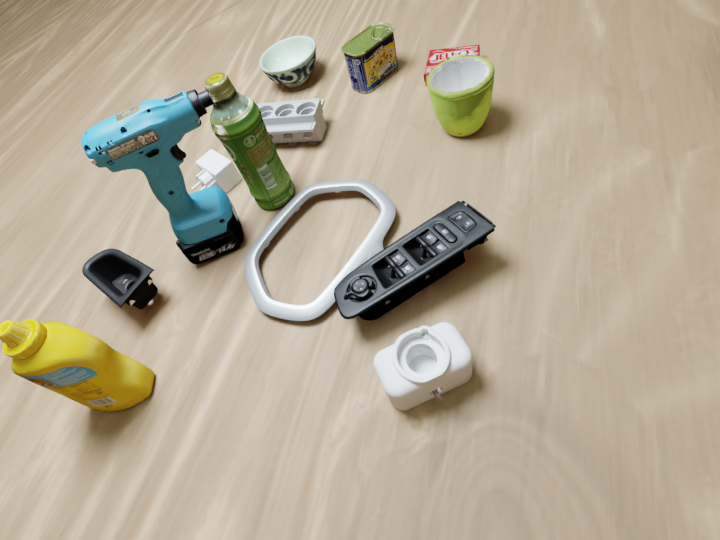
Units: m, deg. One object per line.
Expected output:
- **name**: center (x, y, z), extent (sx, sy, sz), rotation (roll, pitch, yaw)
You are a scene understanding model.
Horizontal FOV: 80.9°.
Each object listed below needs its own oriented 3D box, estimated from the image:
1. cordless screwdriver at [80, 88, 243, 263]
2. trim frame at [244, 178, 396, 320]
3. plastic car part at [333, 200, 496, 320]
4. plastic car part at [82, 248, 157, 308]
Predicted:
- **cordless screwdriver**: center (-0.231, -0.122, 0.581), extent (0.159, 0.237, 0.078), rotation (-24, 54, -1)
- **trim frame**: center (-0.059, -0.038, 0.599), extent (0.194, 0.026, 0.247), rotation (25, 67, 31)
- **plastic car part**: center (0.059, -0.003, 0.512), extent (0.202, 0.064, 0.070), rotation (-30, 53, -4)
- **plastic car part**: center (-0.348, 0.017, 0.629), extent (0.122, 0.067, 0.066), rotation (23, 65, 29)
